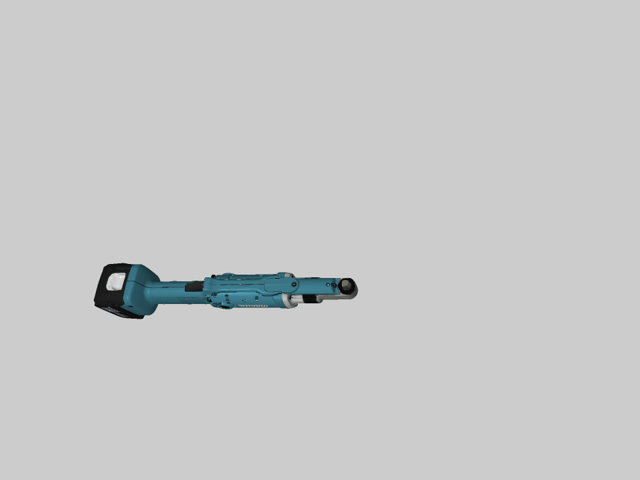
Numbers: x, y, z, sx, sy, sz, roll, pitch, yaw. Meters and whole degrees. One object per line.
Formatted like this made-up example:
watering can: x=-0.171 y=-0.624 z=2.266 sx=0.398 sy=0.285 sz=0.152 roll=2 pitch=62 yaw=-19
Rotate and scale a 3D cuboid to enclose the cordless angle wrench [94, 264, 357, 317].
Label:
cordless angle wrench: x=-0.151 y=0.081 z=0.676 sx=0.423 sy=0.074 sz=0.098 roll=-2 pitch=-26 yaw=14
